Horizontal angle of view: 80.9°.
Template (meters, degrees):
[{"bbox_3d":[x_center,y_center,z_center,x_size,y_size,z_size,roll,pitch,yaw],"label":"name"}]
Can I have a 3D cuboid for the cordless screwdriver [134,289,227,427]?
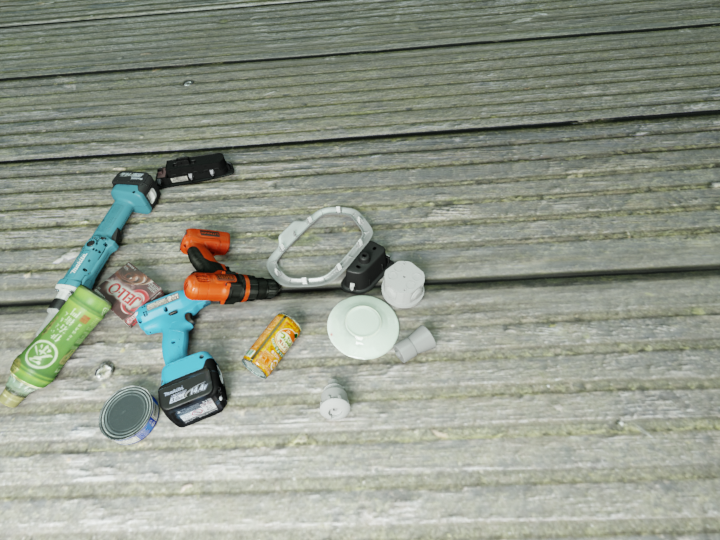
[{"bbox_3d":[-0.292,0.128,0.741,0.157,0.071,0.262,-25,50,-16],"label":"cordless screwdriver"}]

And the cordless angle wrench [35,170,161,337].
[{"bbox_3d":[-0.561,-0.043,0.905,0.099,0.072,0.431,4,54,7],"label":"cordless angle wrench"}]

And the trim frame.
[{"bbox_3d":[-0.086,-0.056,0.883,0.194,0.026,0.247,22,58,33],"label":"trim frame"}]

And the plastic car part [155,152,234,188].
[{"bbox_3d":[-0.424,-0.261,1.072,0.202,0.065,0.069,-7,44,-4],"label":"plastic car part"}]

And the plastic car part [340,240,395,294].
[{"bbox_3d":[0.012,-0.012,0.825,0.069,0.068,0.115,29,56,24],"label":"plastic car part"}]
